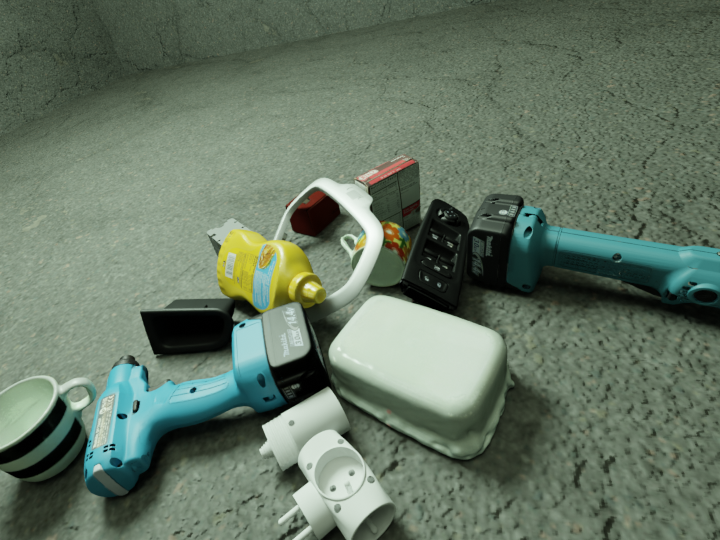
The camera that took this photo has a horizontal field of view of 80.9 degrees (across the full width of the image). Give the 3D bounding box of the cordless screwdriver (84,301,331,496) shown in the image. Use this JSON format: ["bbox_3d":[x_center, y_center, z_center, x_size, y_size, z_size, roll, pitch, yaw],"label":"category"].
[{"bbox_3d":[-0.166,0.112,0.457,0.247,0.071,0.167,-24,38,-5],"label":"cordless screwdriver"}]

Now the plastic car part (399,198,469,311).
[{"bbox_3d":[0.095,-0.019,0.533,0.067,0.066,0.204,21,45,5],"label":"plastic car part"}]

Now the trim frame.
[{"bbox_3d":[-0.056,-0.037,0.571,0.184,0.026,0.262,-54,37,10],"label":"trim frame"}]

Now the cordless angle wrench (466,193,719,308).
[{"bbox_3d":[0.325,0.007,0.403,0.444,0.094,0.074,15,48,29],"label":"cordless angle wrench"}]

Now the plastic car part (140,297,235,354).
[{"bbox_3d":[-0.212,0.062,0.552,0.118,0.064,0.072,-6,23,7],"label":"plastic car part"}]
